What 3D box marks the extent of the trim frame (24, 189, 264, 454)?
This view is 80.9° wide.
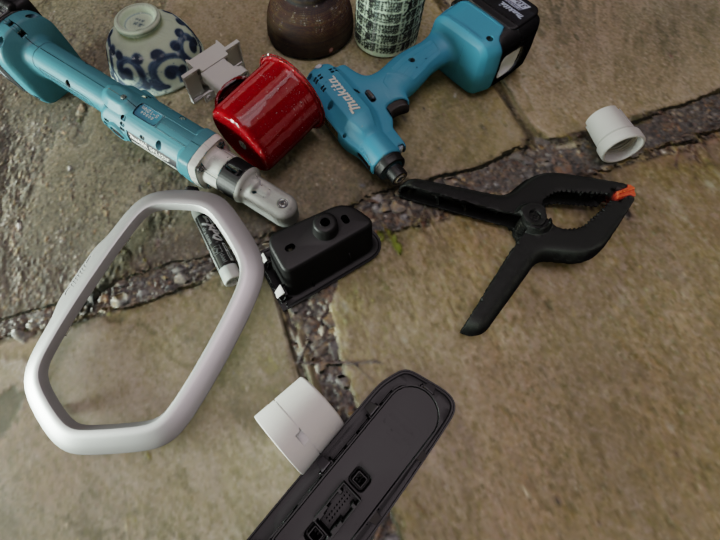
[{"bbox_3d":[-0.192,0.035,0.377,0.189,0.027,0.249,21,75,15],"label":"trim frame"}]

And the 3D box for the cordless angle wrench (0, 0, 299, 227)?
[{"bbox_3d":[-0.241,-0.165,0.451,0.434,0.096,0.074,32,74,12],"label":"cordless angle wrench"}]

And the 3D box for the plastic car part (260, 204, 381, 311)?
[{"bbox_3d":[-0.038,-0.025,0.385,0.116,0.069,0.068,-29,71,-8],"label":"plastic car part"}]

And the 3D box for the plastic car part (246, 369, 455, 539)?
[{"bbox_3d":[-0.006,0.154,0.309,0.069,0.065,0.201,36,69,22],"label":"plastic car part"}]

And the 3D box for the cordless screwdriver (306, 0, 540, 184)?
[{"bbox_3d":[0.080,-0.204,0.461,0.247,0.072,0.165,-31,69,-7],"label":"cordless screwdriver"}]
